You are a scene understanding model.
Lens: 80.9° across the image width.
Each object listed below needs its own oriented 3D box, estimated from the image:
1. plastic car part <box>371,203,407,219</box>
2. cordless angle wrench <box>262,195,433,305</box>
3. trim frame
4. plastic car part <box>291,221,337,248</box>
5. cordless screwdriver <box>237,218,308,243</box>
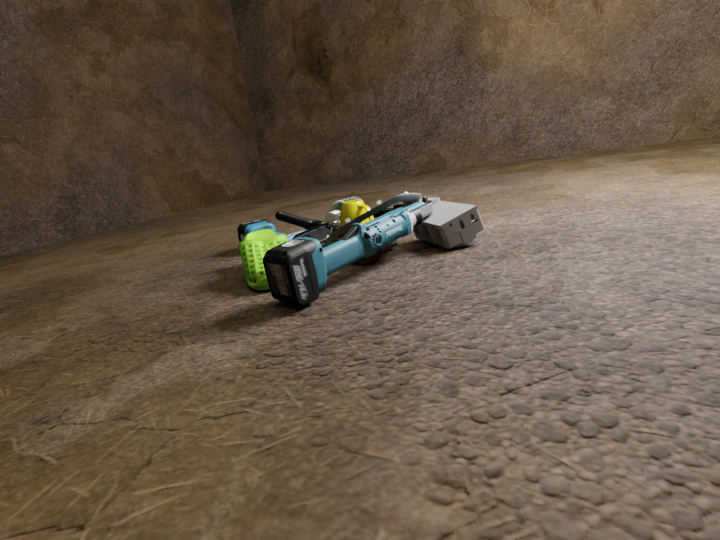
[{"bbox_3d":[0.096,-0.152,1.195,0.212,0.065,0.065,-1,23,36],"label":"plastic car part"},{"bbox_3d":[0.012,-0.060,0.790,0.078,0.096,0.411,5,25,45],"label":"cordless angle wrench"},{"bbox_3d":[0.023,-0.107,0.940,0.250,0.028,0.178,-30,-13,9],"label":"trim frame"},{"bbox_3d":[-0.099,-0.065,1.012,0.113,0.064,0.075,-26,36,-38],"label":"plastic car part"},{"bbox_3d":[-0.248,-0.077,1.106,0.154,0.073,0.262,-21,23,-36],"label":"cordless screwdriver"}]
